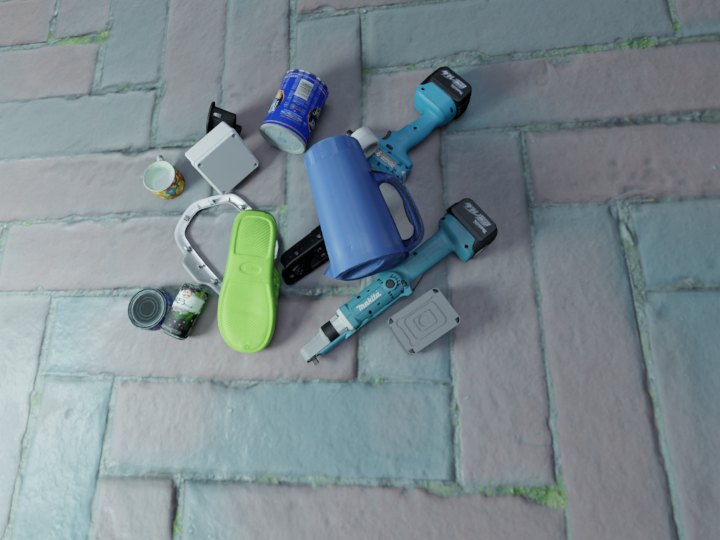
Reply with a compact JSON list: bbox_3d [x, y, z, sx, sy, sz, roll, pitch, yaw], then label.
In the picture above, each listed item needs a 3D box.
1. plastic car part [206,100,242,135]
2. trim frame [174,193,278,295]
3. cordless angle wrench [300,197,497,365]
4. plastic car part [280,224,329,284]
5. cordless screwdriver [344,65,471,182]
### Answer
[{"bbox_3d":[-0.294,-0.309,0.915,0.069,0.119,0.066,15,78,-17],"label":"plastic car part"},{"bbox_3d":[-0.283,-0.055,0.881,0.184,0.027,0.255,-42,75,-4],"label":"trim frame"},{"bbox_3d":[0.059,0.030,0.790,0.422,0.072,0.101,-38,75,-1],"label":"cordless angle wrench"},{"bbox_3d":[-0.082,-0.053,0.834,0.202,0.063,0.070,-41,62,-5],"label":"plastic car part"},{"bbox_3d":[0.097,-0.311,0.875,0.164,0.072,0.248,42,88,15],"label":"cordless screwdriver"}]
